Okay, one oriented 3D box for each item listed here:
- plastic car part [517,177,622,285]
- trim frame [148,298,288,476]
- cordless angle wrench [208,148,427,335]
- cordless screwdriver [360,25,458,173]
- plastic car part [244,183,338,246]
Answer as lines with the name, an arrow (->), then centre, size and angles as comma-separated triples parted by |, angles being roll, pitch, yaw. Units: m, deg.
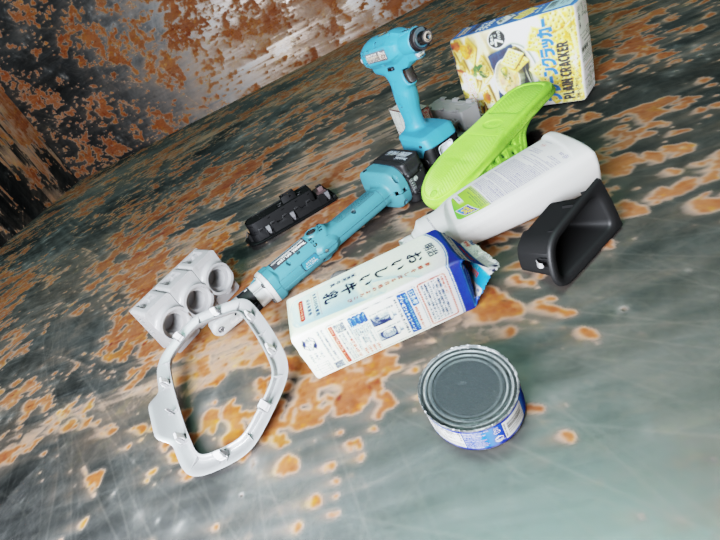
plastic car part -> 0.218, -0.039, 0.469 | 0.116, 0.064, 0.074 | -42, 19, -14
trim frame -> -0.187, 0.130, 0.534 | 0.183, 0.026, 0.263 | -42, 44, -5
cordless angle wrench -> -0.066, -0.043, 0.675 | 0.420, 0.071, 0.103 | -41, 33, -14
cordless screwdriver -> 0.098, -0.269, 0.690 | 0.074, 0.239, 0.167 | -36, 27, -13
plastic car part -> -0.148, -0.117, 0.843 | 0.202, 0.064, 0.070 | -35, 39, -4
